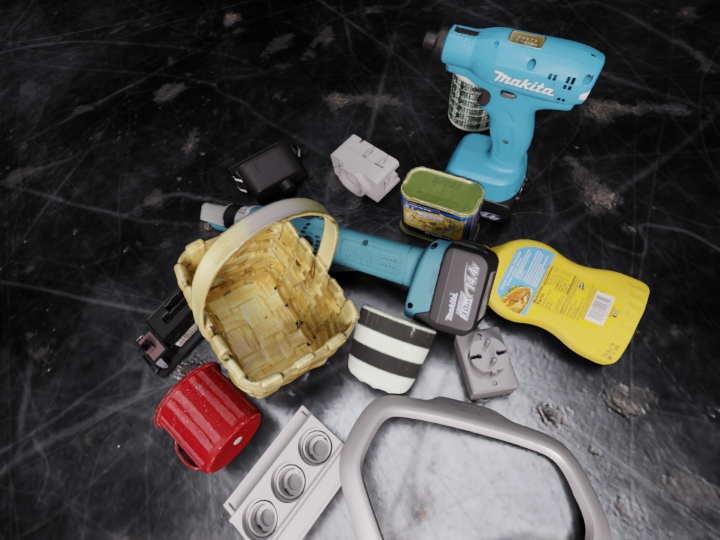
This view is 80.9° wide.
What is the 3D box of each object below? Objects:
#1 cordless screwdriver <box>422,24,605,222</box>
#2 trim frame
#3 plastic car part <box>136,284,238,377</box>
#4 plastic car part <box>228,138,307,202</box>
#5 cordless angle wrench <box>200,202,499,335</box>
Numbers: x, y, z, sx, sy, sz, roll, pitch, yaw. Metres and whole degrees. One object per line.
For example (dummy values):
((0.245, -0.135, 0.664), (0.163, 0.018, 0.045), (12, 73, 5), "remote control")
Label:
((0.140, -0.162, 0.487), (0.164, 0.241, 0.074), (25, 69, 14), "cordless screwdriver")
((0.102, 0.207, 0.391), (0.251, 0.027, 0.187), (10, 49, 5), "trim frame")
((-0.221, 0.038, 0.567), (0.070, 0.064, 0.202), (33, 70, 30), "plastic car part")
((-0.132, -0.146, 0.649), (0.116, 0.065, 0.073), (-29, 77, -8), "plastic car part")
((-0.053, -0.035, 0.546), (0.443, 0.071, 0.097), (17, 102, 28), "cordless angle wrench")
